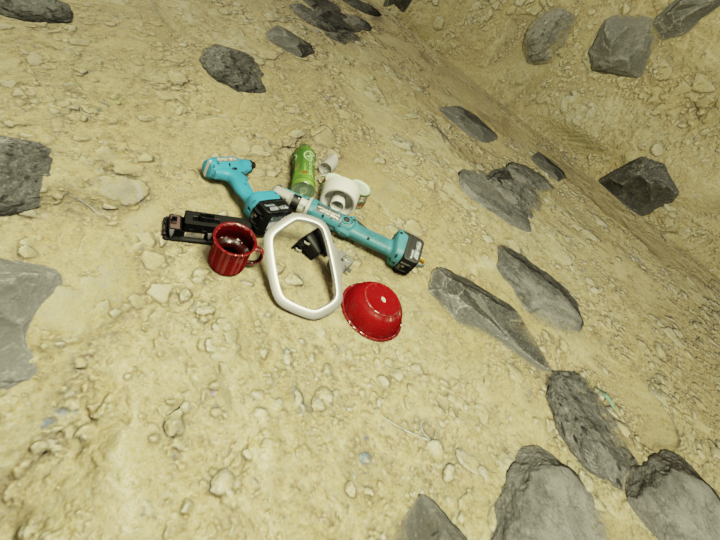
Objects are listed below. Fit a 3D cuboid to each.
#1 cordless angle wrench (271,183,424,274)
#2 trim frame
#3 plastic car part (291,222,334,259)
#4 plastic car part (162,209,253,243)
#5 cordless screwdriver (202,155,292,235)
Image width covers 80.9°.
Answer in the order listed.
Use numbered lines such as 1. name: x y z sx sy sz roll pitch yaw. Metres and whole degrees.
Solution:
1. cordless angle wrench: -0.043 -0.121 1.116 0.422 0.074 0.099 25 56 -2
2. trim frame: -0.122 -0.013 0.946 0.178 0.028 0.254 -7 72 -24
3. plastic car part: -0.102 -0.067 1.047 0.071 0.067 0.114 55 41 1
4. plastic car part: -0.329 -0.098 0.940 0.194 0.067 0.069 9 41 -28
5. cordless screwdriver: -0.268 -0.202 1.064 0.258 0.074 0.154 45 35 19
